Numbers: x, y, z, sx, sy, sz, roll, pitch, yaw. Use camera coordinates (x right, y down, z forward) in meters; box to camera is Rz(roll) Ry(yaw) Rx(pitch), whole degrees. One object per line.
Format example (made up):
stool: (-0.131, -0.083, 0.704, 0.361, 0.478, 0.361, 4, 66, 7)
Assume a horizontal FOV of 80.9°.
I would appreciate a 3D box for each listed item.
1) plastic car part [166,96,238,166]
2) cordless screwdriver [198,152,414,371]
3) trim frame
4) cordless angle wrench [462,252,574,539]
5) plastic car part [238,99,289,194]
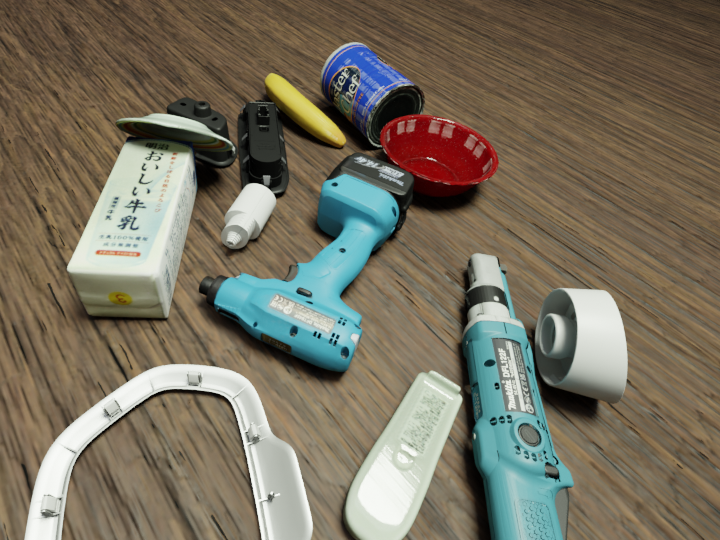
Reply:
plastic car part: (-0.219, -0.198, 0.578, 0.121, 0.069, 0.065, 26, 51, 17)
cordless screwdriver: (-0.044, -0.029, 0.453, 0.162, 0.072, 0.250, 20, 53, 9)
trim frame: (-0.128, 0.176, 0.288, 0.180, 0.027, 0.260, -10, 49, -18)
cordless angle wrench: (0.122, 0.140, 0.329, 0.098, 0.073, 0.433, 8, 46, -3)
plastic car part: (-0.132, -0.182, 0.585, 0.064, 0.066, 0.211, 3, 50, -20)
